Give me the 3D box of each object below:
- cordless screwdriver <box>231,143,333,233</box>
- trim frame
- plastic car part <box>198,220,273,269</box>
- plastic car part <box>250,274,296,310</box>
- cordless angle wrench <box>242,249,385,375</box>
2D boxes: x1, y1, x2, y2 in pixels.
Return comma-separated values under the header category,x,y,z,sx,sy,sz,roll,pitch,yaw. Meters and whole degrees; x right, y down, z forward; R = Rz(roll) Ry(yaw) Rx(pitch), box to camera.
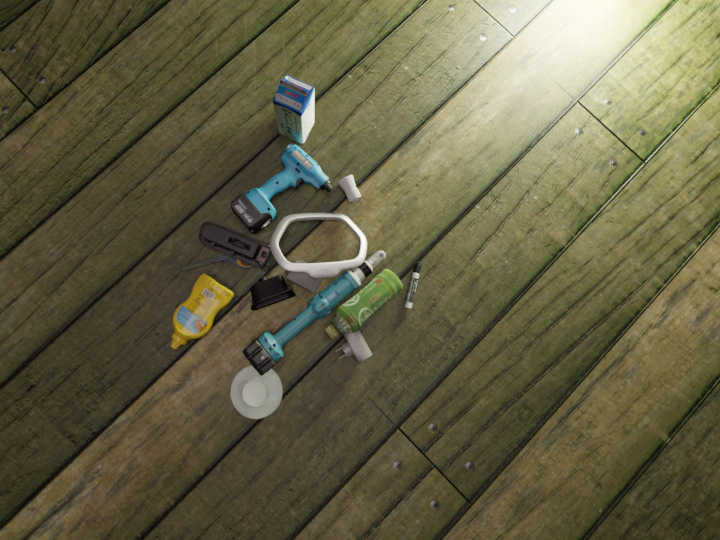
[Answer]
category,x,y,z,sx,sy,sz,roll,pitch,yaw
cordless screwdriver,-0.201,-0.194,1.087,0.160,0.074,0.248,43,79,3
trim frame,-0.103,-0.068,1.058,0.243,0.027,0.191,-4,59,-15
plastic car part,-0.317,-0.067,1.057,0.206,0.066,0.066,22,86,6
plastic car part,-0.230,0.048,1.062,0.116,0.064,0.073,-18,70,-1
cordless angle wrench,-0.099,0.087,1.042,0.420,0.098,0.074,-40,92,-10
